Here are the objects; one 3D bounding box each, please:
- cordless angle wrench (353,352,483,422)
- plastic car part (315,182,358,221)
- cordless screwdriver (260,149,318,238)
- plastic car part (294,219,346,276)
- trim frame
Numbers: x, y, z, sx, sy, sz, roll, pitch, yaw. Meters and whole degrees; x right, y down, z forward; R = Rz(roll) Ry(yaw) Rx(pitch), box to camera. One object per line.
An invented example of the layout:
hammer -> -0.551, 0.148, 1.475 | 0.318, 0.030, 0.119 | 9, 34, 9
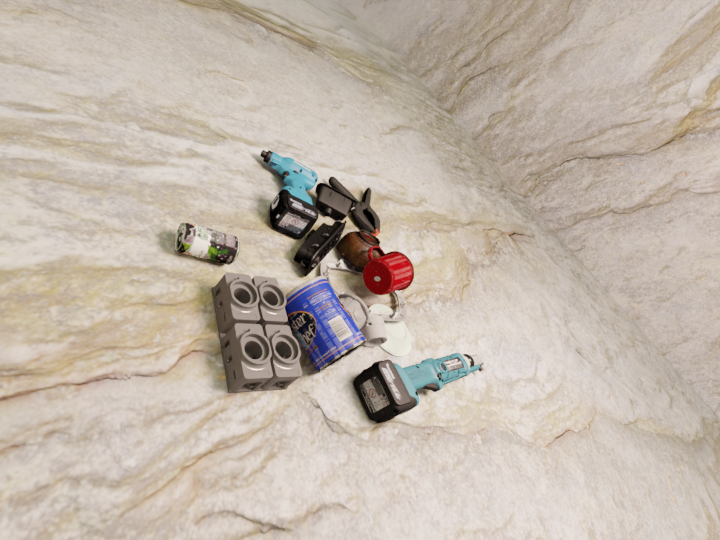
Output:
cordless angle wrench -> 0.156, 0.219, 0.896 | 0.402, 0.075, 0.102 | 1, 53, -48
plastic car part -> -0.074, -0.168, 1.098 | 0.113, 0.067, 0.072 | 26, 52, -19
cordless screwdriver -> -0.176, -0.195, 1.006 | 0.153, 0.075, 0.257 | 26, 34, -24
plastic car part -> -0.093, -0.061, 0.951 | 0.067, 0.066, 0.203 | 31, 35, -3
trim frame -> 0.014, 0.040, 0.961 | 0.236, 0.027, 0.194 | 9, 35, -37
